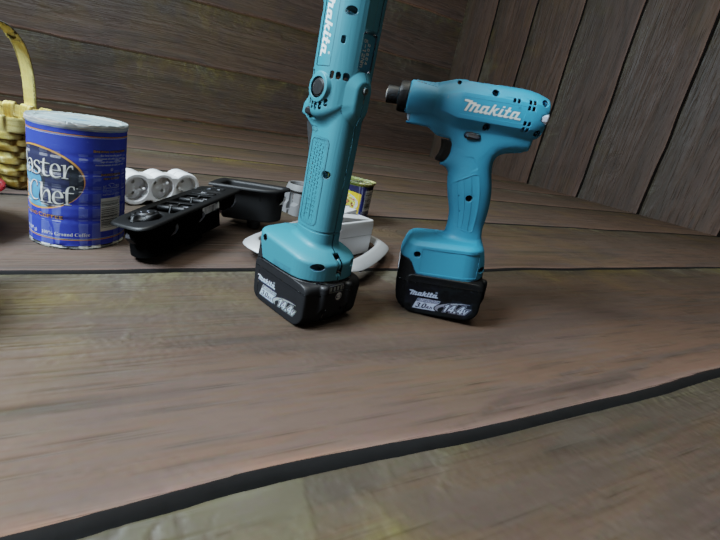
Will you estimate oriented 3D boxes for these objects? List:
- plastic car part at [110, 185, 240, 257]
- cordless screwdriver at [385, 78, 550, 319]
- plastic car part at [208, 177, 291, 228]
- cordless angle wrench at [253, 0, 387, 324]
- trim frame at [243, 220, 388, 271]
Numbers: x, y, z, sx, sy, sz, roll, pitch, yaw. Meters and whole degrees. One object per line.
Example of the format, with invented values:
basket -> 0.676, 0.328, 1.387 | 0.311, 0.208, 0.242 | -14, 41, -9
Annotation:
plastic car part -> -0.229, -0.064, 0.535 | 0.068, 0.066, 0.202 | 14, 20, 8
cordless screwdriver -> 0.085, -0.078, 0.465 | 0.162, 0.245, 0.074 | 14, 18, 7
plastic car part -> -0.172, -0.103, 0.661 | 0.118, 0.070, 0.066 | 12, 19, 5
cordless angle wrench -> -0.020, -0.158, 0.378 | 0.071, 0.417, 0.104 | -7, 26, -45
trim frame -> -0.059, -0.039, 0.606 | 0.190, 0.027, 0.244 | 16, 21, 15
